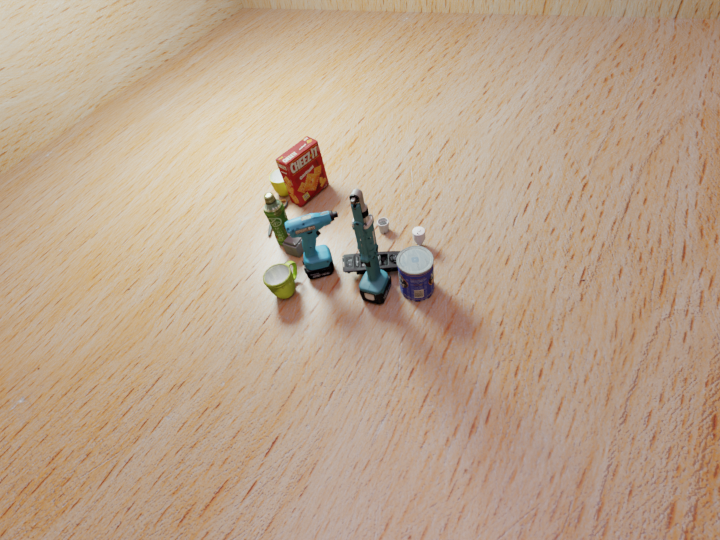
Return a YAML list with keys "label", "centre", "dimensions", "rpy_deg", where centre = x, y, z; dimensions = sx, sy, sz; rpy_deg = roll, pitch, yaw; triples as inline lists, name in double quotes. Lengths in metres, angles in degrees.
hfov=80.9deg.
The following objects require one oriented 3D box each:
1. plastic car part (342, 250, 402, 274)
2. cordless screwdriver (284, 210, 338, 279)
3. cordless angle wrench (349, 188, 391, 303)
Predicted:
- label: "plastic car part"
  centre: [0.047, -0.018, 1.336]
  dimensions: [0.206, 0.064, 0.068]
  rpy_deg: [-7, 50, 9]
- label: "cordless screwdriver"
  centre: [-0.129, -0.085, 1.324]
  dimensions: [0.159, 0.238, 0.078]
  rpy_deg: [-16, 49, -1]
- label: "cordless angle wrench"
  centre: [0.019, -0.061, 1.153]
  dimensions: [0.077, 0.404, 0.098]
  rpy_deg: [13, 54, 21]
